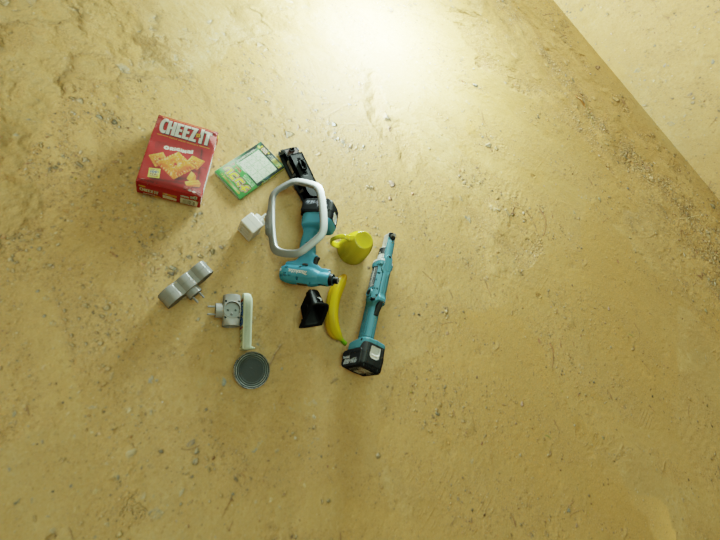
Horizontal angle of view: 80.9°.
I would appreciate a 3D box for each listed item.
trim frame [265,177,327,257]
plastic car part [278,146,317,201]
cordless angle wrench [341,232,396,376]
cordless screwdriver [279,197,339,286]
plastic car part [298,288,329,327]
[{"bbox_3d":[-0.178,-0.146,1.145,0.187,0.026,0.256,-13,64,12],"label":"trim frame"},{"bbox_3d":[-0.168,-0.282,1.244,0.064,0.068,0.206,-18,80,-34],"label":"plastic car part"},{"bbox_3d":[0.044,0.073,1.171,0.071,0.100,0.429,29,57,-24],"label":"cordless angle wrench"},{"bbox_3d":[-0.111,-0.073,1.137,0.165,0.071,0.252,6,65,19],"label":"cordless screwdriver"},{"bbox_3d":[-0.124,0.090,1.092,0.064,0.115,0.074,-5,51,-25],"label":"plastic car part"}]
